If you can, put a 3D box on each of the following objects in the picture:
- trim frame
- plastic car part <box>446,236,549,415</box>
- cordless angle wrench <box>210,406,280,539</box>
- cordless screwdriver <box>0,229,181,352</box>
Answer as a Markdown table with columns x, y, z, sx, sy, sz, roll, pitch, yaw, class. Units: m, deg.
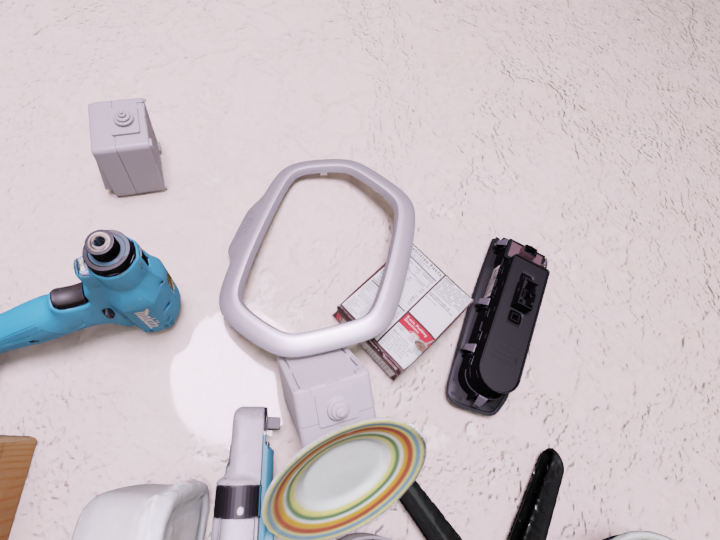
| x | y | z | sx | sy | sz | roll | pitch | yaw | class |
| --- | --- | --- | --- | --- | --- | --- | --- | --- | --- |
| -0.042 | -0.028 | 0.432 | 0.187 | 0.027 | 0.252 | 11 | 58 | 9 | trim frame |
| 0.150 | 0.050 | 0.431 | 0.066 | 0.067 | 0.203 | 30 | 67 | -5 | plastic car part |
| -0.087 | 0.312 | 0.271 | 0.096 | 0.073 | 0.434 | 2 | 63 | -10 | cordless angle wrench |
| -0.273 | 0.036 | 0.319 | 0.244 | 0.157 | 0.076 | -16 | 73 | -14 | cordless screwdriver |
